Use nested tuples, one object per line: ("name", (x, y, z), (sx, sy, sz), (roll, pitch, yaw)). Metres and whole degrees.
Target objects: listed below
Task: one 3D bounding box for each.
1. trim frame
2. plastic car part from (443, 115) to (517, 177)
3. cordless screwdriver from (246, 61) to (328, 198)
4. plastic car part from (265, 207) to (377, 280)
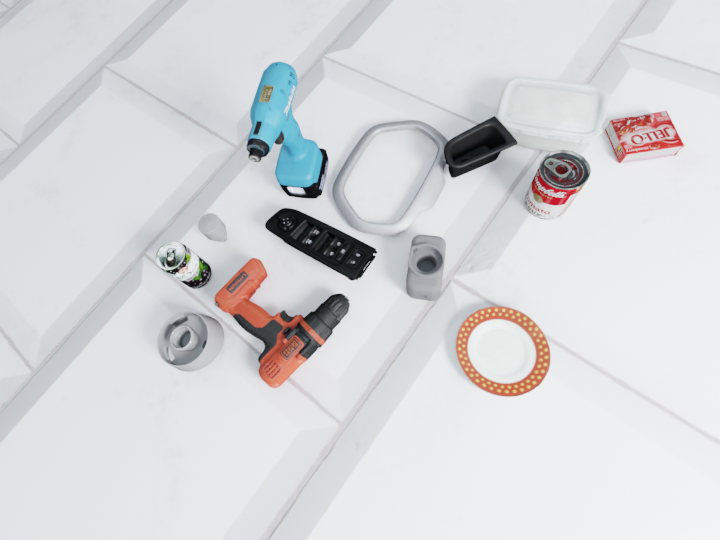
("trim frame", (0.057, -0.174, 0.769), (0.191, 0.026, 0.249), (25, 75, 20))
("plastic car part", (0.194, -0.200, 0.728), (0.116, 0.068, 0.068), (-27, 67, -1))
("cordless screwdriver", (-0.121, -0.194, 0.699), (0.076, 0.240, 0.161), (8, 70, 10))
("plastic car part", (-0.071, -0.046, 0.723), (0.211, 0.064, 0.066), (30, 76, 21))
